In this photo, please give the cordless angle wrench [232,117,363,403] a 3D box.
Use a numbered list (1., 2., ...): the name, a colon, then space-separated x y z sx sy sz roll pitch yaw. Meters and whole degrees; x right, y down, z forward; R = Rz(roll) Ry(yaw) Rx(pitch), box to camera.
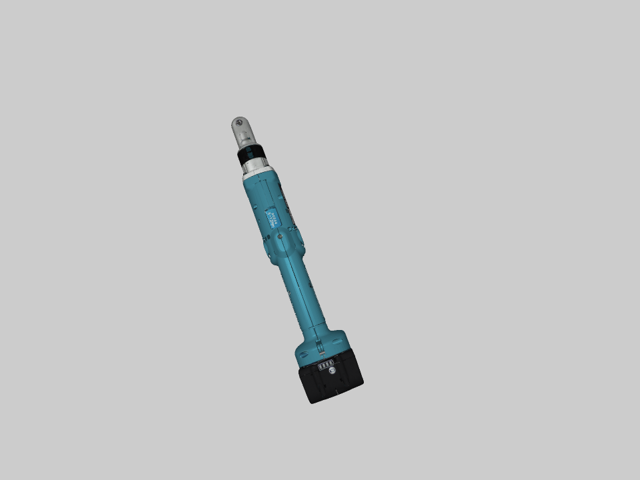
1. cordless angle wrench: -0.051 0.007 0.602 0.074 0.422 0.098 -21 -13 -2
